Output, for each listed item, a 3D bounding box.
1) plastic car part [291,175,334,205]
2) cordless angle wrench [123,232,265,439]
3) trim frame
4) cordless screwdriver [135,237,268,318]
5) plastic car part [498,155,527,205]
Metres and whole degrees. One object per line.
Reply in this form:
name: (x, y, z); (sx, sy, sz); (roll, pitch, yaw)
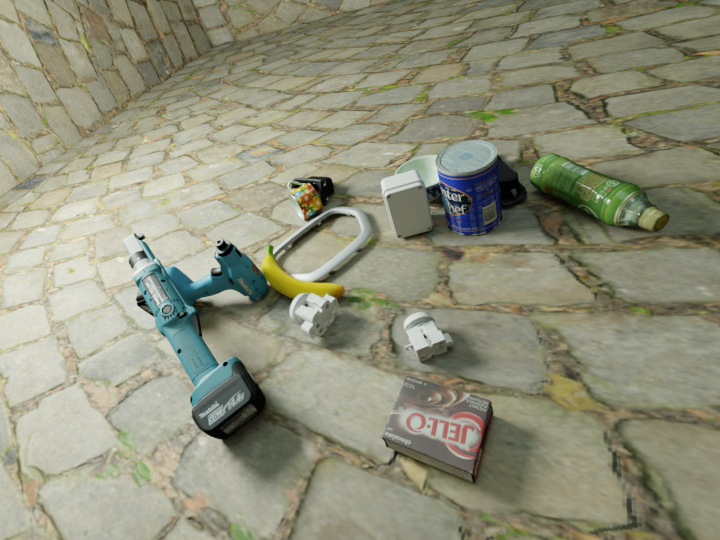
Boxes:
plastic car part: (-0.111, -0.209, 1.045); (0.069, 0.064, 0.123); (-31, 35, -34)
cordless angle wrench: (-0.311, 0.077, 0.710); (0.097, 0.071, 0.444); (-36, 60, -15)
trim frame: (-0.087, -0.057, 0.888); (0.246, 0.026, 0.195); (-42, 44, -18)
cordless screwdriver: (-0.320, 0.017, 0.819); (0.254, 0.151, 0.077); (-12, 49, 15)
plastic car part: (0.269, -0.204, 0.855); (0.066, 0.064, 0.212); (-15, 43, -2)
